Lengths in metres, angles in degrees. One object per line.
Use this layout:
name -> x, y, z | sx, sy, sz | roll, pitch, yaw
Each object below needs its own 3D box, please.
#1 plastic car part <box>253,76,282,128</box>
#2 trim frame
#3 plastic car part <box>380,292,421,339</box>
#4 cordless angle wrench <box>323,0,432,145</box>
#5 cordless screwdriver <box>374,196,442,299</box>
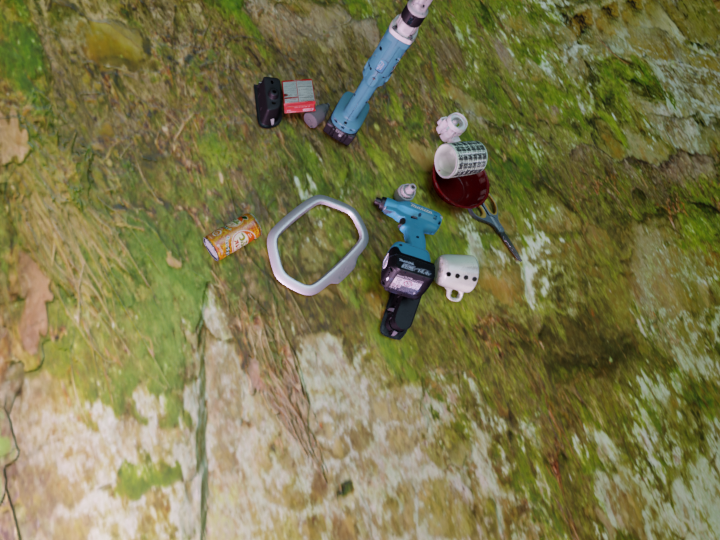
plastic car part -> -0.203, -0.390, 0.959 | 0.064, 0.071, 0.119 | -1, 70, -21
trim frame -> -0.089, -0.058, 0.908 | 0.185, 0.028, 0.246 | 45, 62, 1
plastic car part -> 0.106, 0.056, 0.919 | 0.064, 0.069, 0.204 | 32, 67, -17
cordless angle wrench -> 0.036, -0.402, 0.845 | 0.073, 0.429, 0.098 | 30, 66, -14
cordless screwdriver -> 0.089, -0.066, 0.914 | 0.159, 0.073, 0.252 | 19, 45, -2
